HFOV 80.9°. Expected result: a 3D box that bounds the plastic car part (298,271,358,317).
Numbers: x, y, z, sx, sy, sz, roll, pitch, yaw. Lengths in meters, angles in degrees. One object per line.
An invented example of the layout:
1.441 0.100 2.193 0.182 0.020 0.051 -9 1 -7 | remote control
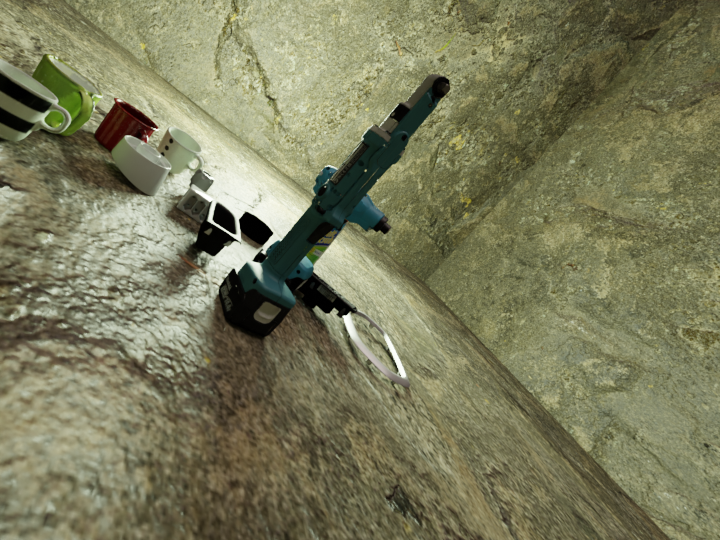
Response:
-0.100 0.031 0.866 0.208 0.067 0.064 43 9 13 | plastic car part

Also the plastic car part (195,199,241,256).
-0.246 -0.064 0.708 0.063 0.071 0.122 36 10 -29 | plastic car part

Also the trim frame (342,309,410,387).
0.030 0.158 0.916 0.178 0.027 0.257 37 9 -22 | trim frame

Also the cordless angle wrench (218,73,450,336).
-0.035 -0.093 0.578 0.070 0.424 0.103 34 12 -38 | cordless angle wrench

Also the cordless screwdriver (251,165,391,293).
-0.075 -0.049 0.768 0.161 0.249 0.073 42 10 7 | cordless screwdriver
